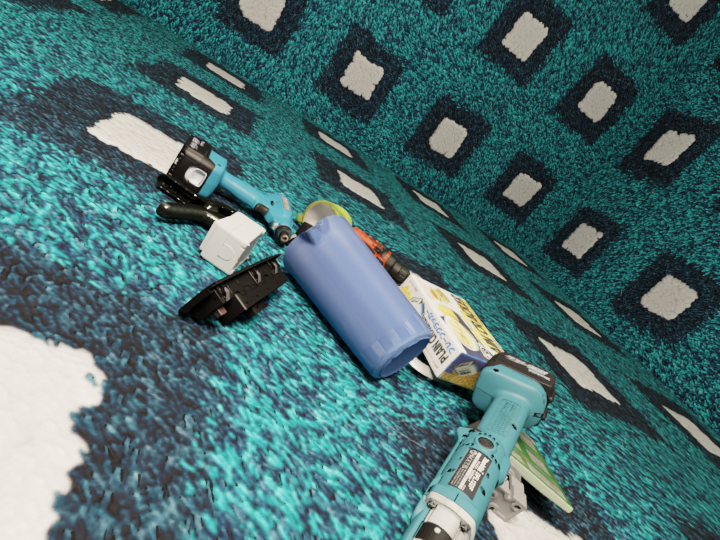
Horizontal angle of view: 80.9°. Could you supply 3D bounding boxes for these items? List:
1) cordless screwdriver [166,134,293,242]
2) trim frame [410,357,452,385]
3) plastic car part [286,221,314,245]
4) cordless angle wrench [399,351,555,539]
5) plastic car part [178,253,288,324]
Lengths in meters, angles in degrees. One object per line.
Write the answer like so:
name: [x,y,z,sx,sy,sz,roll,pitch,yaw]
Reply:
cordless screwdriver: [-0.232,-0.143,0.791,0.237,0.074,0.166,29,21,-28]
trim frame: [0.105,0.121,0.792,0.183,0.027,0.250,32,18,-5]
plastic car part: [-0.081,-0.053,0.824,0.113,0.071,0.068,32,17,-19]
cordless angle wrench: [0.136,0.218,0.488,0.103,0.073,0.409,22,25,27]
plastic car part: [-0.147,0.023,0.562,0.067,0.067,0.202,45,20,-4]
